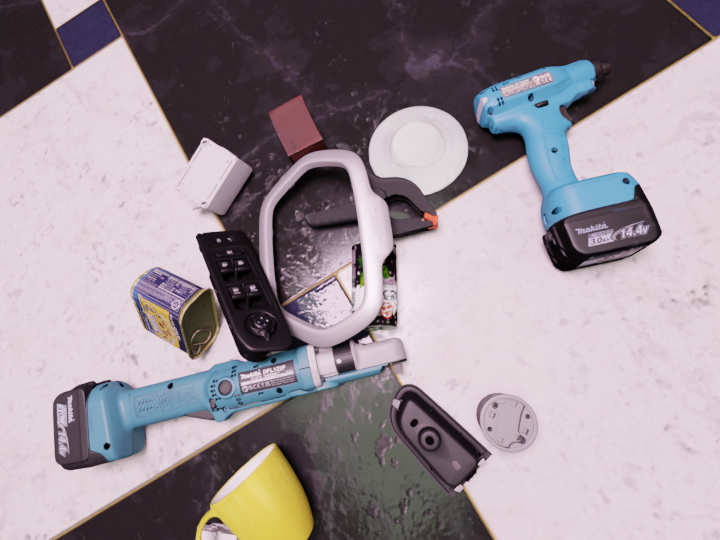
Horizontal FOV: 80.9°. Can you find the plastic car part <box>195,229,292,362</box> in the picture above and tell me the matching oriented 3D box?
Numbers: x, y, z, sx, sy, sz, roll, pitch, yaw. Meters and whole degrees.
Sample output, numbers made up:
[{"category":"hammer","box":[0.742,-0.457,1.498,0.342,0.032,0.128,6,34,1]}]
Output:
[{"category":"plastic car part","box":[-0.149,0.032,0.516,0.214,0.063,0.066,50,128,40]}]

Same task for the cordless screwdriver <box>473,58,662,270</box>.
[{"category":"cordless screwdriver","box":[0.254,-0.134,0.491,0.160,0.072,0.256,-19,70,6]}]

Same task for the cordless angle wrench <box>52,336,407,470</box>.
[{"category":"cordless angle wrench","box":[-0.155,0.142,0.511,0.426,0.072,0.100,-15,75,5]}]

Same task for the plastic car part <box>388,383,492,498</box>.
[{"category":"plastic car part","box":[0.078,0.181,0.451,0.120,0.069,0.066,43,86,13]}]

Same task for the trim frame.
[{"category":"trim frame","box":[-0.051,-0.033,0.517,0.190,0.026,0.254,-17,68,28]}]
